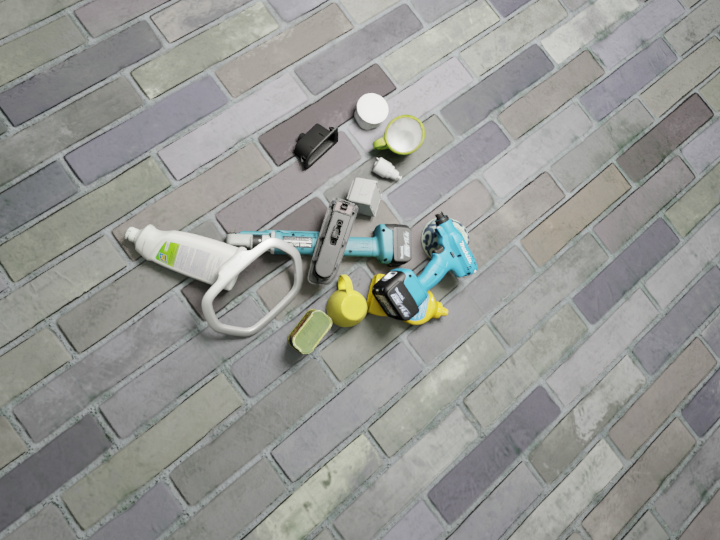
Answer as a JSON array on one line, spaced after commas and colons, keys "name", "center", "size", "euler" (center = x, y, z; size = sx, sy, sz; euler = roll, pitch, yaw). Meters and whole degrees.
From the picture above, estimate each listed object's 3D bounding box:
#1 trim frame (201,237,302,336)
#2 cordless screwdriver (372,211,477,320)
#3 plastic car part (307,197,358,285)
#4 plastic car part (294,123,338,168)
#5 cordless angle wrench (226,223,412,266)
[{"name": "trim frame", "center": [-0.228, 0.039, 0.917], "size": [0.247, 0.029, 0.175], "euler": [-43, 127, -10]}, {"name": "cordless screwdriver", "center": [0.137, -0.011, 0.937], "size": [0.245, 0.077, 0.157], "euler": [-34, 100, -19]}, {"name": "plastic car part", "center": [-0.058, -0.063, 0.925], "size": [0.065, 0.068, 0.203], "euler": [20, 83, -12]}, {"name": "plastic car part", "center": [-0.116, -0.312, 1.028], "size": [0.116, 0.064, 0.073], "euler": [-43, 77, -11]}, {"name": "cordless angle wrench", "center": [-0.096, -0.063, 0.981], "size": [0.418, 0.074, 0.099], "euler": [1, 82, -7]}]
